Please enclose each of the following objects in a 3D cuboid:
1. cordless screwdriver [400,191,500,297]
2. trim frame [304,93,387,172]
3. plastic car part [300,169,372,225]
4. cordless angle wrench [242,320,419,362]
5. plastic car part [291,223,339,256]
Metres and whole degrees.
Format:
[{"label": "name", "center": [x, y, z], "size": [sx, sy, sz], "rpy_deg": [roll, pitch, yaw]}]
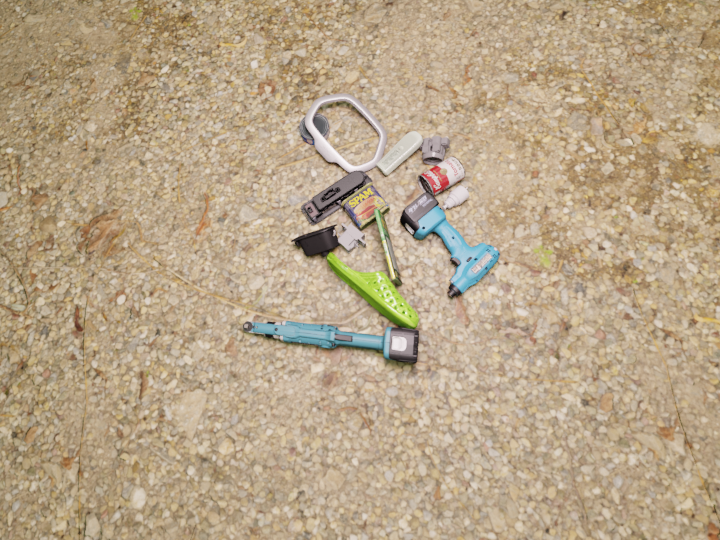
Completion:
[{"label": "cordless screwdriver", "center": [0.199, -0.064, 1.047], "size": [0.159, 0.073, 0.255], "rpy_deg": [-44, 78, -7]}, {"label": "trim frame", "center": [-0.040, -0.380, 1.165], "size": [0.183, 0.027, 0.249], "rpy_deg": [-43, 89, -10]}, {"label": "plastic car part", "center": [-0.065, -0.206, 1.119], "size": [0.202, 0.065, 0.069], "rpy_deg": [-32, 71, -3]}, {"label": "cordless angle wrench", "center": [-0.079, 0.158, 1.012], "size": [0.432, 0.095, 0.075], "rpy_deg": [5, 76, 12]}, {"label": "plastic car part", "center": [-0.105, -0.069, 1.076], "size": [0.120, 0.065, 0.070], "rpy_deg": [-12, 102, 27]}]
